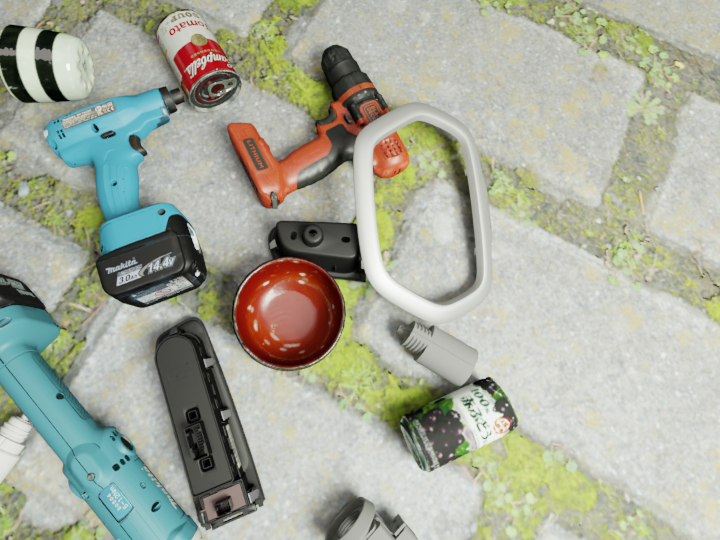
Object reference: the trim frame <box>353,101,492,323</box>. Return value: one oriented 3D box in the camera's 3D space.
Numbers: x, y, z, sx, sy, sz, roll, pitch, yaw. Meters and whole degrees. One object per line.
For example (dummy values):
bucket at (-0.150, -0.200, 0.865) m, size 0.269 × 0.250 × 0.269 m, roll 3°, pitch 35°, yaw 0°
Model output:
trim frame at (0.076, -0.067, 0.467) m, size 0.178 × 0.028 × 0.251 m, roll -3°, pitch 81°, yaw -21°

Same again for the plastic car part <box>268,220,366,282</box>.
plastic car part at (-0.045, -0.029, 0.461) m, size 0.116 × 0.070 × 0.067 m, roll 5°, pitch 75°, yaw -5°

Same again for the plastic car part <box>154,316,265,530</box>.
plastic car part at (-0.161, 0.146, 0.418) m, size 0.066 × 0.065 × 0.208 m, roll -22°, pitch 74°, yaw -2°

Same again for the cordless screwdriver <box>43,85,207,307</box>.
cordless screwdriver at (-0.239, -0.095, 0.474) m, size 0.158 × 0.073 × 0.256 m, roll -26°, pitch 74°, yaw -9°

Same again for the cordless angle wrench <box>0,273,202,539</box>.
cordless angle wrench at (-0.240, 0.179, 0.393) m, size 0.074 × 0.097 × 0.428 m, roll -42°, pitch 83°, yaw -16°
